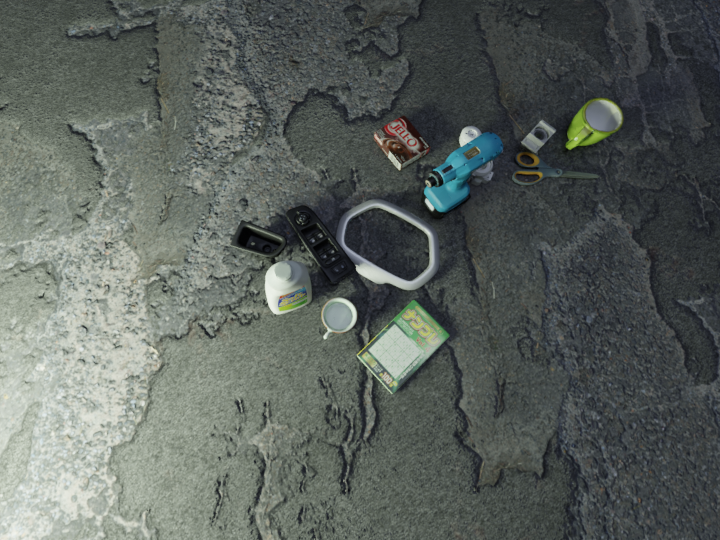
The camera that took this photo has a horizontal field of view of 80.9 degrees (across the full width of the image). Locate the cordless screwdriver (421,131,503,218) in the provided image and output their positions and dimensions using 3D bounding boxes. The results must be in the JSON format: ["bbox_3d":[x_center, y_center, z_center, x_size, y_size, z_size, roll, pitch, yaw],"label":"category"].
[{"bbox_3d":[0.183,-0.180,0.885,0.158,0.245,0.076,-32,81,-10],"label":"cordless screwdriver"}]

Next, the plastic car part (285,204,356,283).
[{"bbox_3d":[-0.093,-0.061,0.949,0.066,0.066,0.208,-34,77,-9],"label":"plastic car part"}]

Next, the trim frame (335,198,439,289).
[{"bbox_3d":[0.063,-0.061,0.966,0.253,0.027,0.184,29,77,9],"label":"trim frame"}]

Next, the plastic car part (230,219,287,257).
[{"bbox_3d":[-0.221,-0.058,0.949,0.118,0.070,0.066,19,76,5],"label":"plastic car part"}]
